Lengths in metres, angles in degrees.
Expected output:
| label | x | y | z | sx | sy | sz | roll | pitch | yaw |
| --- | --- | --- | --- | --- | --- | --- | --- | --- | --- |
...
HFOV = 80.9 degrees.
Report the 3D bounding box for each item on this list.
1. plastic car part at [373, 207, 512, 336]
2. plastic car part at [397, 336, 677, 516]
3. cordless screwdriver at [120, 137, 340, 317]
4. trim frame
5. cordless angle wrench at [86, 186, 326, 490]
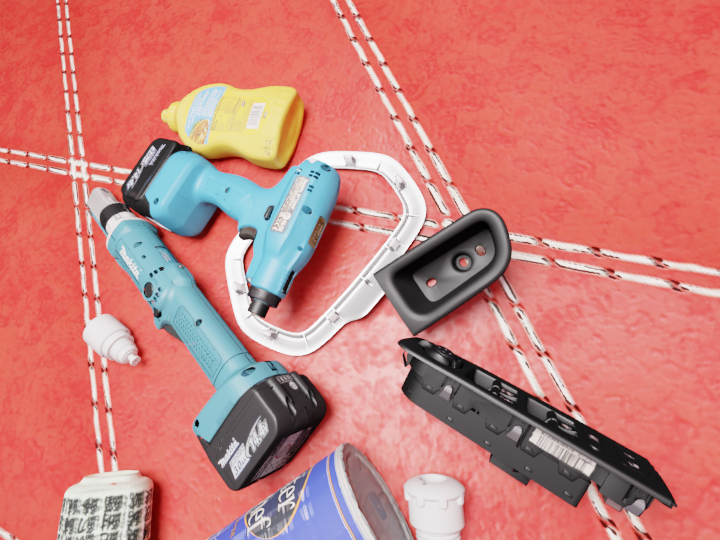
| label | x | y | z | sx | sy | sz | roll | pitch | yaw |
| --- | --- | --- | --- | --- | --- | --- | --- | --- | --- |
| plastic car part | 0.083 | -0.003 | 0.382 | 0.118 | 0.068 | 0.067 | -36 | 78 | 17 |
| plastic car part | 0.117 | 0.121 | 0.340 | 0.212 | 0.064 | 0.067 | 32 | 109 | 23 |
| cordless screwdriver | -0.155 | -0.056 | 0.456 | 0.261 | 0.070 | 0.160 | 16 | 74 | 28 |
| trim frame | -0.045 | -0.029 | 0.457 | 0.192 | 0.026 | 0.248 | 40 | 85 | 24 |
| cordless angle wrench | -0.210 | 0.025 | 0.465 | 0.444 | 0.071 | 0.098 | 42 | 106 | 29 |
